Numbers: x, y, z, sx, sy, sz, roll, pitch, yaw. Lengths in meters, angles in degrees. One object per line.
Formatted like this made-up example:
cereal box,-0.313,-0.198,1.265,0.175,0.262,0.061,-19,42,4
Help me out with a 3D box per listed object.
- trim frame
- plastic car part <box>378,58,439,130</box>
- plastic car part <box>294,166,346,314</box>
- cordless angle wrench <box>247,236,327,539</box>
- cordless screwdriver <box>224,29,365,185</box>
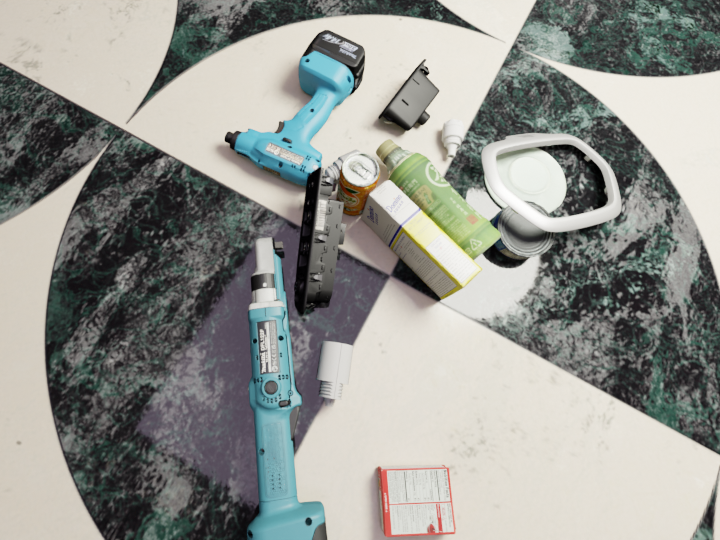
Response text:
trim frame,0.294,-0.143,0.647,0.242,0.027,0.190,-15,67,-20
plastic car part,0.086,-0.275,0.701,0.070,0.067,0.116,34,77,-9
plastic car part,-0.059,-0.039,0.604,0.064,0.069,0.203,12,85,-27
cordless angle wrench,-0.112,0.155,0.550,0.097,0.073,0.433,-7,70,-6
cordless screwdriver,-0.100,-0.269,0.684,0.161,0.073,0.249,23,77,5
